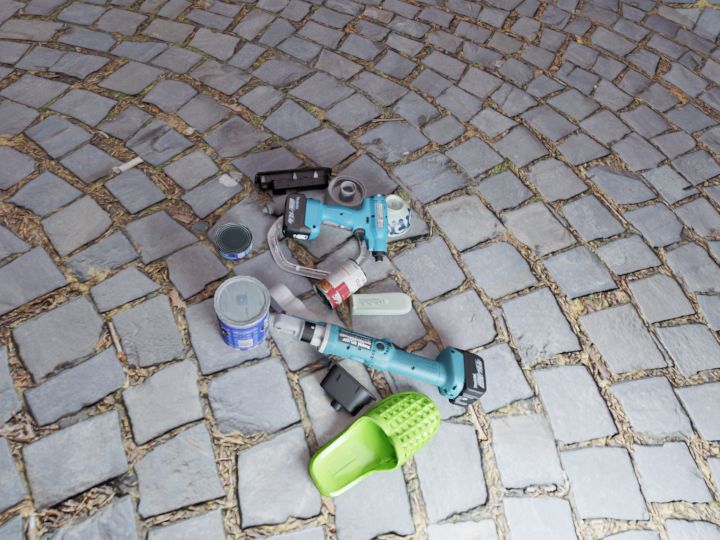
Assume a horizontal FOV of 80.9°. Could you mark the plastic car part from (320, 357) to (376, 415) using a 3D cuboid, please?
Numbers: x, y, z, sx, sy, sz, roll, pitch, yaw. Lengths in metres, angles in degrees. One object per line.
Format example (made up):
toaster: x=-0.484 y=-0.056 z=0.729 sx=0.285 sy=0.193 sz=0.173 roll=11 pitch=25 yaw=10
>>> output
plastic car part: x=-0.034 y=0.235 z=0.822 sx=0.119 sy=0.065 sz=0.070 roll=42 pitch=77 yaw=12

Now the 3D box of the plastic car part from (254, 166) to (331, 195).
plastic car part: x=-0.164 y=-0.227 z=1.078 sx=0.199 sy=0.066 sz=0.069 roll=-13 pitch=73 yaw=-15

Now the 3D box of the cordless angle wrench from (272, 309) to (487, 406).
cordless angle wrench: x=0.032 y=0.161 z=0.832 sx=0.420 sy=0.073 sz=0.100 roll=17 pitch=47 yaw=-3

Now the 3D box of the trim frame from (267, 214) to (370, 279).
trim frame: x=-0.099 y=-0.064 z=1.008 sx=0.249 sy=0.027 sz=0.188 roll=10 pitch=57 yaw=1

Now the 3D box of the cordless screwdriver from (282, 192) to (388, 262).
cordless screwdriver: x=-0.056 y=-0.099 z=0.979 sx=0.245 sy=0.074 sz=0.161 roll=1 pitch=76 yaw=-9
